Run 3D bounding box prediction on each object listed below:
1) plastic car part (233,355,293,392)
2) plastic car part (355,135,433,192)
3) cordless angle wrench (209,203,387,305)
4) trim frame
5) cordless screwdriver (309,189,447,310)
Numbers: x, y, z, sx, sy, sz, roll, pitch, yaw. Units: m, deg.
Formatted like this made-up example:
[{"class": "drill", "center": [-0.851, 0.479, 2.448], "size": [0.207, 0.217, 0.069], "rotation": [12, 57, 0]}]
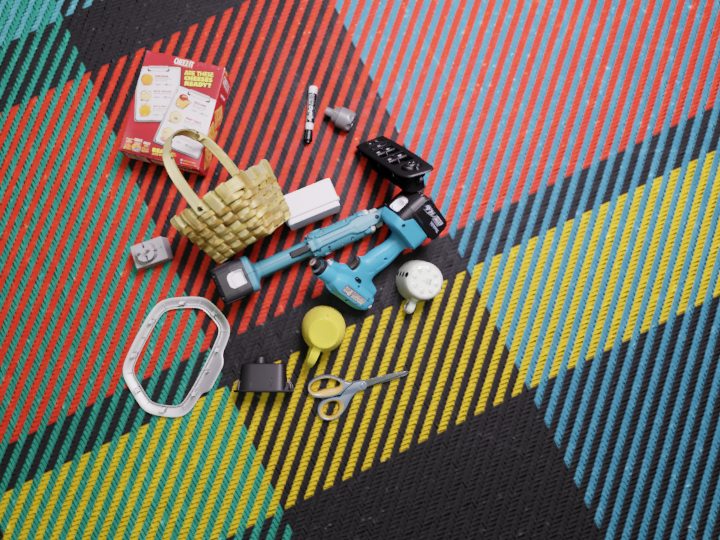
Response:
[{"class": "plastic car part", "center": [-0.189, 0.205, 0.827], "size": [0.117, 0.064, 0.072], "rotation": [3, 72, 2]}, {"class": "plastic car part", "center": [0.062, -0.200, 0.806], "size": [0.065, 0.214, 0.065], "rotation": [-17, 123, -17]}, {"class": "cordless angle wrench", "center": [-0.082, -0.053, 0.834], "size": [0.420, 0.098, 0.074], "rotation": [-25, 91, -6]}, {"class": "trim frame", "center": [-0.365, 0.169, 0.843], "size": [0.185, 0.027, 0.249], "rotation": [27, 84, 1]}, {"class": "cordless screwdriver", "center": [0.029, -0.049, 0.789], "size": [0.249, 0.078, 0.151], "rotation": [-47, 125, 6]}]
